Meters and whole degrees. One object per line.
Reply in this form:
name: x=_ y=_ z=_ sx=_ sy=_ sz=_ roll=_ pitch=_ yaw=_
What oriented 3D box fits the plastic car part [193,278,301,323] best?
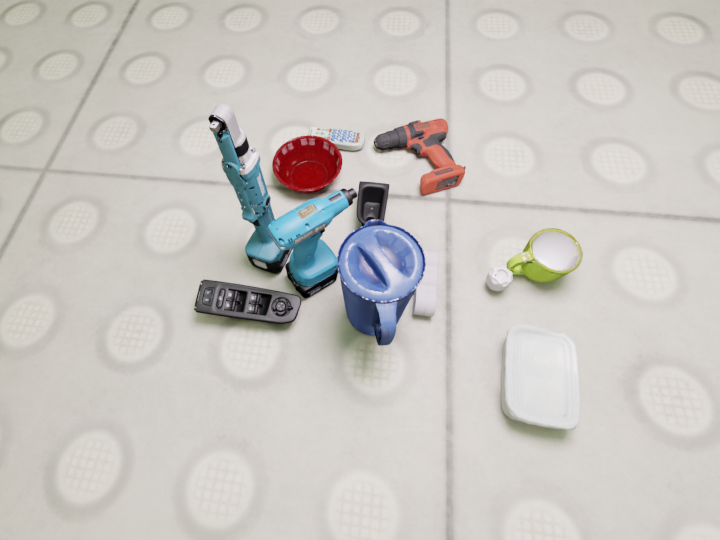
plastic car part: x=-0.217 y=0.069 z=0.831 sx=0.206 sy=0.065 sz=0.067 roll=6 pitch=64 yaw=7

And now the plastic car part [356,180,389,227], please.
plastic car part: x=0.023 y=-0.126 z=0.911 sx=0.067 sy=0.069 sz=0.119 roll=6 pitch=64 yaw=4

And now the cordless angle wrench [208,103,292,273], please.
cordless angle wrench: x=-0.185 y=-0.124 z=0.733 sx=0.076 sy=0.411 sz=0.098 roll=19 pitch=66 yaw=8

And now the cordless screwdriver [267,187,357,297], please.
cordless screwdriver: x=-0.077 y=-0.050 z=0.782 sx=0.157 sy=0.242 sz=0.077 roll=-31 pitch=69 yaw=-14
